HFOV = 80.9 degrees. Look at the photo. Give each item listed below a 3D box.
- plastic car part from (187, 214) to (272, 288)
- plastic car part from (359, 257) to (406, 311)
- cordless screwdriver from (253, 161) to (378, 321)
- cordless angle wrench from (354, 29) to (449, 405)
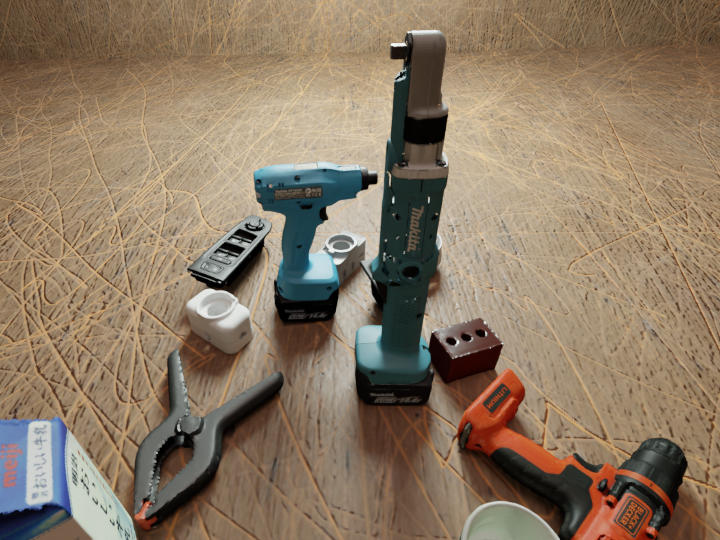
[{"bbox_3d":[-0.215,-0.030,0.743,0.068,0.065,0.204,10,40,13],"label":"plastic car part"},{"bbox_3d":[0.048,0.038,0.642,0.065,0.069,0.122,-11,40,-13],"label":"plastic car part"},{"bbox_3d":[-0.059,-0.039,0.605,0.158,0.241,0.077,-4,38,-6],"label":"cordless screwdriver"},{"bbox_3d":[0.046,-0.014,0.435,0.098,0.410,0.076,1,38,-1],"label":"cordless angle wrench"}]
